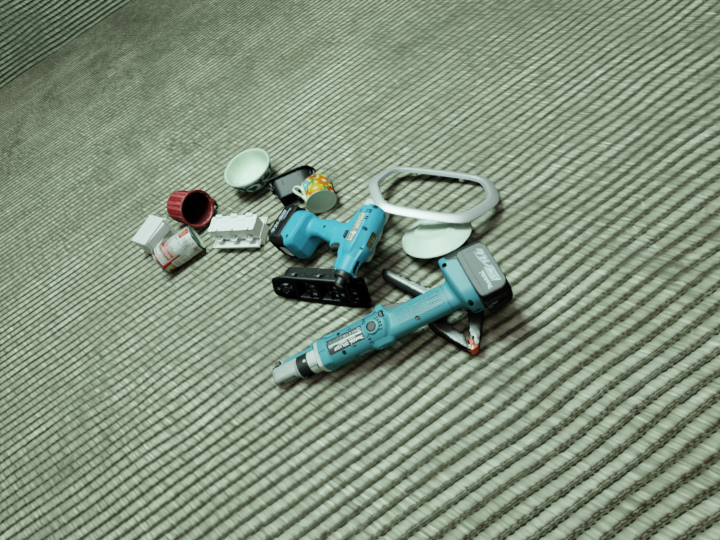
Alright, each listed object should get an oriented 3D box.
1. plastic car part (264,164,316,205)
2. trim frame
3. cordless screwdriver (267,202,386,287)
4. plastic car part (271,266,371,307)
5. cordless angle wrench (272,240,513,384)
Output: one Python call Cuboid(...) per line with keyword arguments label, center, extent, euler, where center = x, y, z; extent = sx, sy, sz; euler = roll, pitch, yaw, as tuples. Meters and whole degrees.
Cuboid(label="plastic car part", center=(-0.151, -0.191, 0.981), extent=(0.117, 0.063, 0.073), euler=(-21, 70, 5))
Cuboid(label="trim frame", center=(0.137, -0.153, 0.822), extent=(0.258, 0.026, 0.185), euler=(10, 47, 21))
Cuboid(label="cordless screwdriver", center=(-0.079, -0.052, 0.807), extent=(0.262, 0.070, 0.160), euler=(7, 63, 44))
Cuboid(label="plastic car part", center=(-0.077, 0.023, 0.810), extent=(0.210, 0.063, 0.068), euler=(0, 50, 22))
Cuboid(label="cordless angle wrench", center=(0.029, 0.096, 0.695), extent=(0.429, 0.070, 0.102), euler=(-29, 57, 16))
